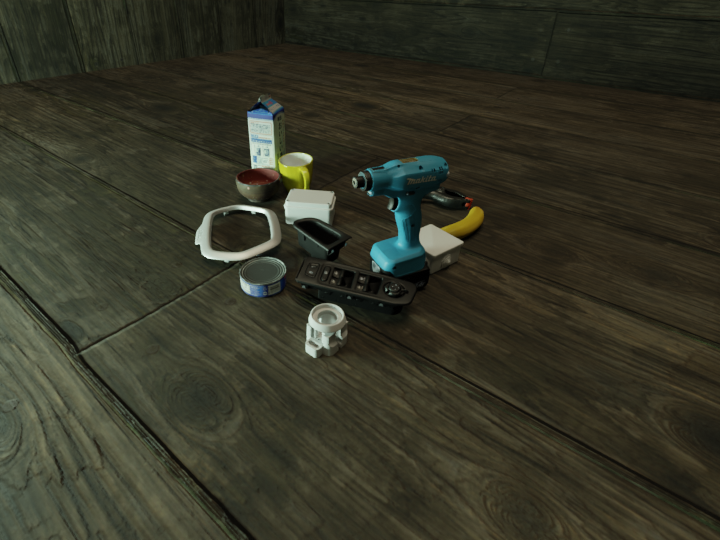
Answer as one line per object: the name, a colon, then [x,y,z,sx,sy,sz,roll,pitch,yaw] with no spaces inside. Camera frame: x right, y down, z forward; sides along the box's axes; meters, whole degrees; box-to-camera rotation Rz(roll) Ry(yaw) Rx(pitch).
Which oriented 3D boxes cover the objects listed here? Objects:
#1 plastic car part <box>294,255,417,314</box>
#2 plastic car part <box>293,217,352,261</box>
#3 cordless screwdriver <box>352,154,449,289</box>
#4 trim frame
plastic car part: [-0.008,0.034,0.727,0.207,0.065,0.067,10,35,12]
plastic car part: [-0.083,-0.054,0.848,0.123,0.069,0.064,30,43,35]
cordless screwdriver: [0.056,-0.071,0.725,0.155,0.242,0.078,-11,37,-20]
trim frame: [-0.269,-0.088,0.929,0.181,0.027,0.260,-8,36,-12]
